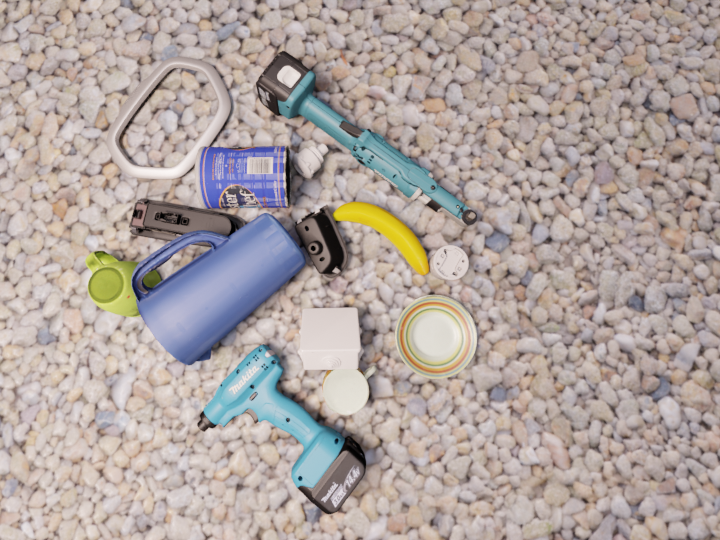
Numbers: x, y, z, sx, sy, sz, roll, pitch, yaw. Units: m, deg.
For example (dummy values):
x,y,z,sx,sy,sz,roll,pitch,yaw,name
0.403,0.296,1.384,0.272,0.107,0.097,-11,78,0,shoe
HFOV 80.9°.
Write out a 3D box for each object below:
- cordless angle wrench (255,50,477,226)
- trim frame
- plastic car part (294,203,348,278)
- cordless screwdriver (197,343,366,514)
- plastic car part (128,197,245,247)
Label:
x,y,z,sx,sy,sz,roll,pitch,yaw,name
0.016,-0.205,0.711,0.425,0.097,0.074,37,83,2,cordless angle wrench
-0.343,-0.273,0.757,0.186,0.027,0.248,32,85,5,trim frame
-0.067,-0.044,0.684,0.067,0.068,0.118,-28,80,18,plastic car part
-0.121,0.254,0.645,0.254,0.073,0.159,42,84,11,cordless screwdriver
-0.292,-0.081,0.709,0.203,0.066,0.067,11,76,0,plastic car part
